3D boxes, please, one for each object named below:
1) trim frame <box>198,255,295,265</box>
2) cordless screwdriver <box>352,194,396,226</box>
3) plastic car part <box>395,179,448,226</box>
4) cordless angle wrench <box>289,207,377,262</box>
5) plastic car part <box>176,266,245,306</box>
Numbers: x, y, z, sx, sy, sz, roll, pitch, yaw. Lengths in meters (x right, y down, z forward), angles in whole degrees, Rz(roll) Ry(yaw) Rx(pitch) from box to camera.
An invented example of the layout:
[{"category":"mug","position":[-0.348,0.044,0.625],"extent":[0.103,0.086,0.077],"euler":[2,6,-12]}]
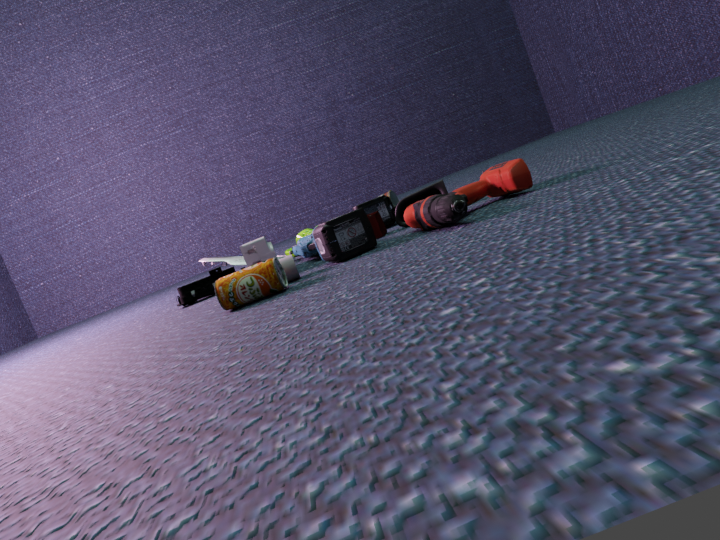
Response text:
[{"category":"trim frame","position":[-0.291,-0.025,1.091],"extent":[0.247,0.027,0.186],"euler":[0,2,-5]},{"category":"cordless screwdriver","position":[0.043,-0.147,1.112],"extent":[0.158,0.074,0.251],"euler":[-22,5,-5]},{"category":"plastic car part","position":[0.132,-0.131,0.879],"extent":[0.119,0.067,0.068],"euler":[-22,-9,22]},{"category":"cordless angle wrench","position":[-0.091,-0.059,0.928],"extent":[0.096,0.074,0.434],"euler":[-24,7,-19]},{"category":"plastic car part","position":[-0.366,0.034,1.046],"extent":[0.201,0.066,0.068],"euler":[-26,14,-9]}]
